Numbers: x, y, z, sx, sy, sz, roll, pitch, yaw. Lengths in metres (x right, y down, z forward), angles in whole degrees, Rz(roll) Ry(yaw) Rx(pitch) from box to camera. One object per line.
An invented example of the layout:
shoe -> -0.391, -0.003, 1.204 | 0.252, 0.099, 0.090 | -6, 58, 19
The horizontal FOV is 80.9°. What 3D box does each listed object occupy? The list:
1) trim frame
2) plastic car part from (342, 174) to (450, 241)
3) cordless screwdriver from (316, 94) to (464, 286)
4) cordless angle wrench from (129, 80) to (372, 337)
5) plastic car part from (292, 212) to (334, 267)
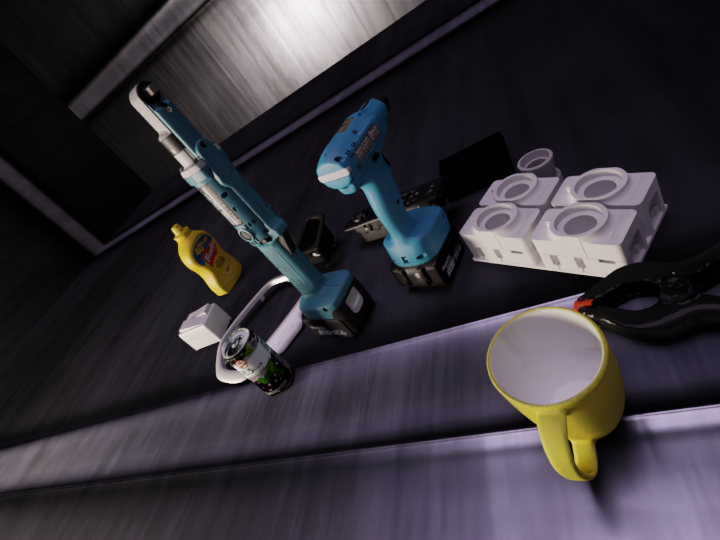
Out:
trim frame -> -0.172, 0.094, 0.764 | 0.194, 0.026, 0.247 | 13, 59, 53
plastic car part -> 0.061, -0.095, 0.714 | 0.211, 0.064, 0.067 | -11, 40, 39
cordless screwdriver -> 0.052, -0.102, 0.567 | 0.077, 0.237, 0.159 | -9, 41, 44
cordless angle wrench -> -0.135, -0.064, 0.559 | 0.102, 0.404, 0.074 | -9, 41, 44
plastic car part -> -0.079, -0.052, 0.806 | 0.068, 0.068, 0.119 | -22, 35, 29
